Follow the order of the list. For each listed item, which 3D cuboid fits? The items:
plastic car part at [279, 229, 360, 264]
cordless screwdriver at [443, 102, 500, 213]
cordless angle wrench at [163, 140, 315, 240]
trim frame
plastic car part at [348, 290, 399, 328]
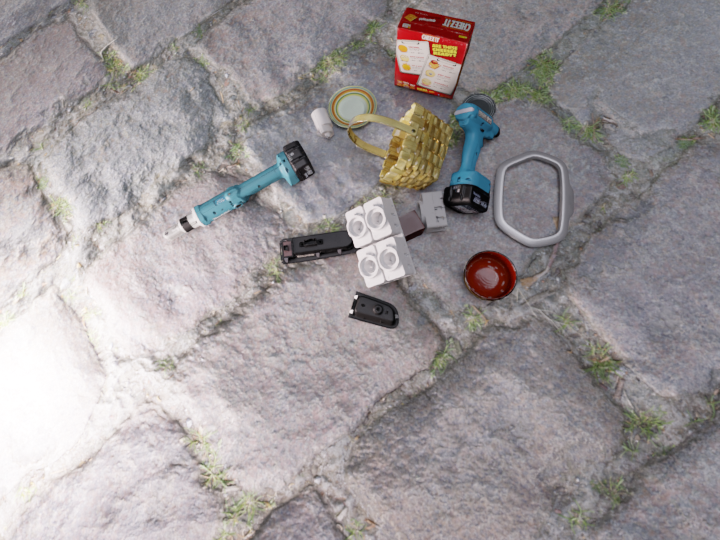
[{"bbox_3d":[-0.101,-0.066,1.037,0.204,0.065,0.068,-7,69,3],"label":"plastic car part"},{"bbox_3d":[0.279,-0.260,1.015,0.078,0.151,0.250,2,82,48],"label":"cordless screwdriver"},{"bbox_3d":[-0.321,-0.188,1.085,0.424,0.096,0.076,-29,79,2],"label":"cordless angle wrench"},{"bbox_3d":[0.416,-0.174,1.014,0.187,0.027,0.251,5,74,10],"label":"trim frame"},{"bbox_3d":[0.033,0.091,0.969,0.120,0.069,0.066,16,79,13],"label":"plastic car part"}]
